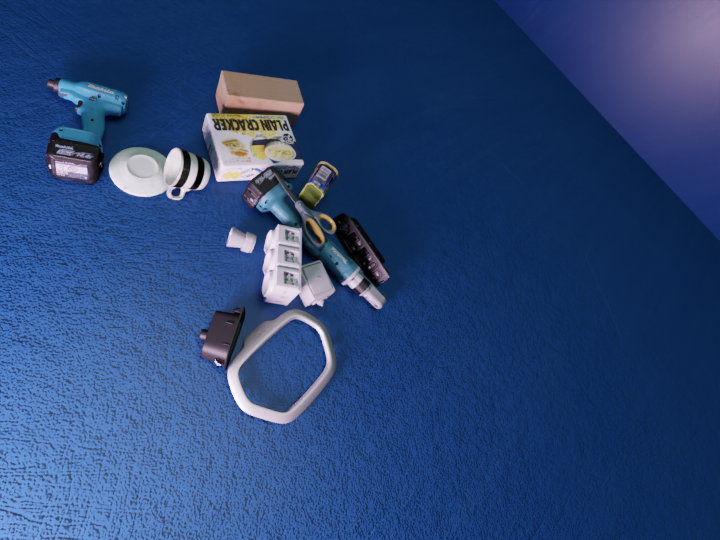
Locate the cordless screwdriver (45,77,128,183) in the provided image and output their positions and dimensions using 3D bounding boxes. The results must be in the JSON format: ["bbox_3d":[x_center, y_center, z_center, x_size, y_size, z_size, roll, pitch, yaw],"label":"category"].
[{"bbox_3d":[-0.597,-0.306,0.886,0.154,0.075,0.256,10,55,-22],"label":"cordless screwdriver"}]

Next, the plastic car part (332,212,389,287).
[{"bbox_3d":[0.005,-0.060,1.051,0.065,0.067,0.206,-27,77,-46],"label":"plastic car part"}]

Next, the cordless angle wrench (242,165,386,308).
[{"bbox_3d":[-0.098,-0.064,0.999,0.423,0.075,0.097,45,53,0],"label":"cordless angle wrench"}]

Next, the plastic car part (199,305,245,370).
[{"bbox_3d":[-0.271,0.125,0.814,0.071,0.065,0.118,17,59,-2],"label":"plastic car part"}]

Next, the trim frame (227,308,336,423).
[{"bbox_3d":[-0.152,0.186,0.854,0.185,0.028,0.245,45,55,2],"label":"trim frame"}]
